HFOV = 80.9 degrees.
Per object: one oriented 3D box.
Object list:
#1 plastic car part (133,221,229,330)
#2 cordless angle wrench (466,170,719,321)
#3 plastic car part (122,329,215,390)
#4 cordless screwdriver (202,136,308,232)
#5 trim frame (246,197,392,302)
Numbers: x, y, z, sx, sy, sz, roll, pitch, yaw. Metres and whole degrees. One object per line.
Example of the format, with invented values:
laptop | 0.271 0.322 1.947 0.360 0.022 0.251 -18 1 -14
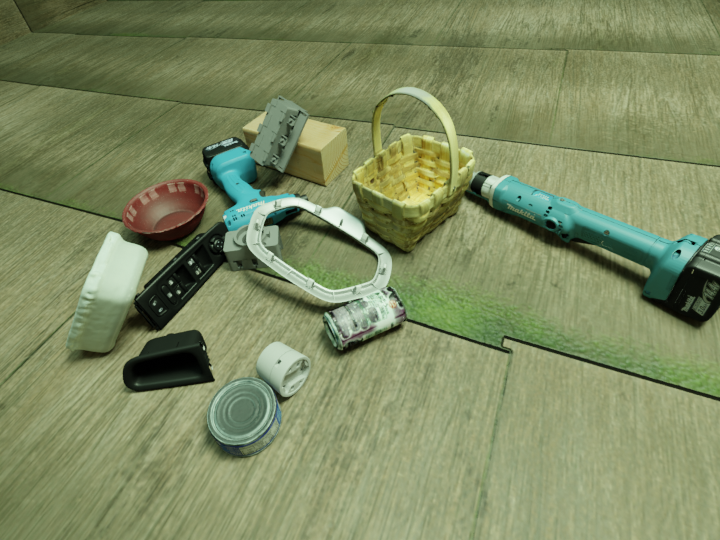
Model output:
plastic car part | -0.286 0.000 0.691 0.070 0.063 0.202 -1 42 43
cordless angle wrench | 0.309 -0.081 0.651 0.073 0.094 0.448 -35 48 -21
plastic car part | -0.258 0.114 0.577 0.117 0.064 0.073 -9 30 4
cordless screwdriver | -0.215 -0.174 0.837 0.157 0.071 0.262 -22 51 -13
trim frame | -0.066 -0.043 0.672 0.257 0.027 0.181 31 46 17
